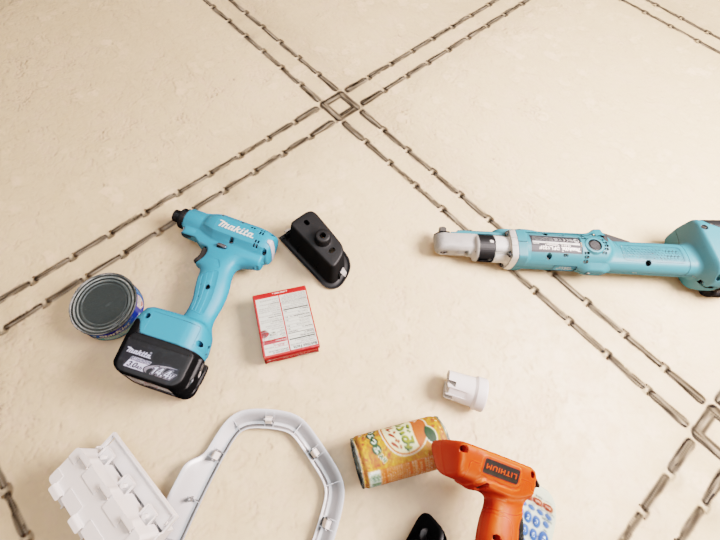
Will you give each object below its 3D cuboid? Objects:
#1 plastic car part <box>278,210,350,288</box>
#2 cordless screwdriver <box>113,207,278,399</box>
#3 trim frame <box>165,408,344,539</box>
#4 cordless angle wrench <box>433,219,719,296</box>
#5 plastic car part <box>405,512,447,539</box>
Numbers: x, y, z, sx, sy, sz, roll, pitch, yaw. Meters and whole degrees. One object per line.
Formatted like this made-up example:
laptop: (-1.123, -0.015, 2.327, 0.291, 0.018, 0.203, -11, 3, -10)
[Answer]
plastic car part: (-0.058, -0.038, 0.593, 0.065, 0.069, 0.121, -36, 68, -17)
cordless screwdriver: (-0.229, 0.027, 0.558, 0.162, 0.072, 0.251, 18, 60, 7)
trim frame: (-0.123, 0.278, 0.456, 0.188, 0.027, 0.250, 20, 66, 10)
cordless angle wrench: (0.318, -0.026, 0.596, 0.425, 0.072, 0.100, 3, 64, 3)
plastic car part: (0.044, 0.347, 0.404, 0.067, 0.066, 0.203, 30, 66, 0)
